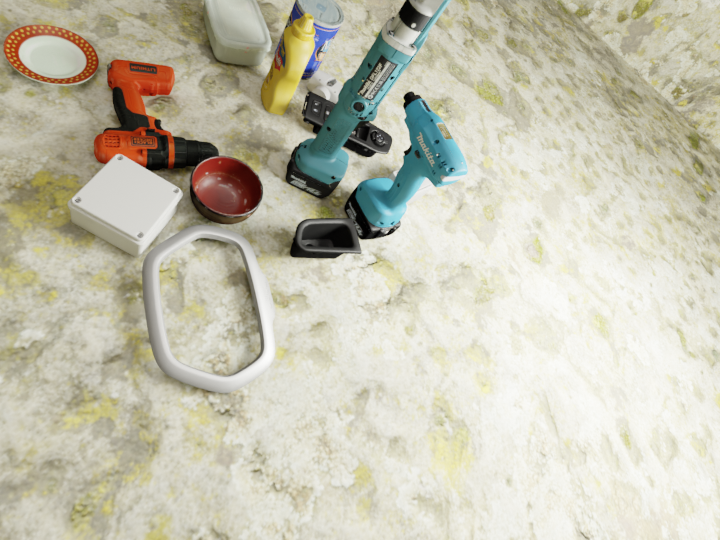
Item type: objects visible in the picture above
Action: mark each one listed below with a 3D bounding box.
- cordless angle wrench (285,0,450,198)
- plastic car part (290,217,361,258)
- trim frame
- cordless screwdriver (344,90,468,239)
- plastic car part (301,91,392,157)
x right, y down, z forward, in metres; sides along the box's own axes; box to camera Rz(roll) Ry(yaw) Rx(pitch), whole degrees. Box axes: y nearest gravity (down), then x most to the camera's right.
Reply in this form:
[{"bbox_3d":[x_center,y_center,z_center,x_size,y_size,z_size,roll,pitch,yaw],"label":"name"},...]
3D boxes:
[{"bbox_3d":[0.002,-0.259,0.632,0.095,0.428,0.075,26,56,-18],"label":"cordless angle wrench"},{"bbox_3d":[-0.068,-0.045,0.697,0.112,0.072,0.068,-3,67,-30],"label":"plastic car part"},{"bbox_3d":[-0.208,0.046,0.601,0.177,0.028,0.256,-7,67,-30],"label":"trim frame"},{"bbox_3d":[0.059,-0.165,0.718,0.071,0.252,0.163,-12,72,-34],"label":"cordless screwdriver"},{"bbox_3d":[-0.030,-0.279,0.853,0.196,0.068,0.068,17,58,-18],"label":"plastic car part"}]
